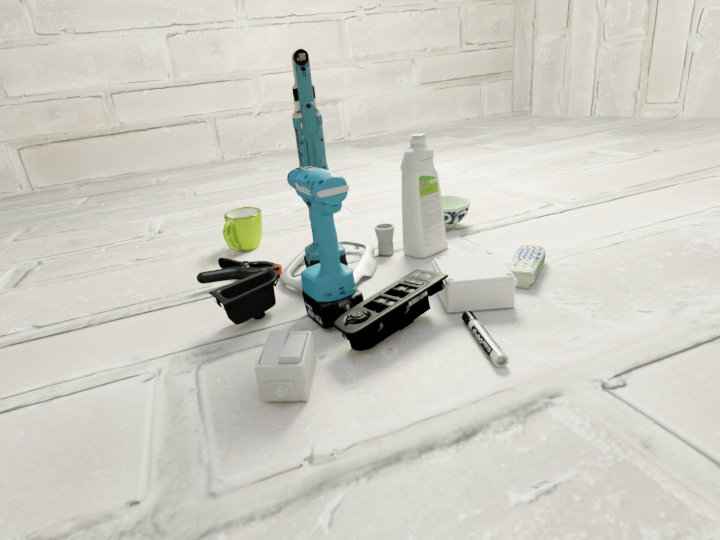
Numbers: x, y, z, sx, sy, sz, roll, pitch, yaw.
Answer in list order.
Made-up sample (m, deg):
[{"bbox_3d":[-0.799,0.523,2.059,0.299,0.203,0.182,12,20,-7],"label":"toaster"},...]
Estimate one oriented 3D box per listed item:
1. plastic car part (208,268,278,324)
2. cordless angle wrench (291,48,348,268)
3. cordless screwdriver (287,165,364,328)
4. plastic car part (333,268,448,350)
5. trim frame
[{"bbox_3d":[-0.185,0.051,0.717,0.113,0.069,0.070,-22,27,-32],"label":"plastic car part"},{"bbox_3d":[-0.085,-0.176,0.777,0.073,0.413,0.102,-10,21,-12],"label":"cordless angle wrench"},{"bbox_3d":[-0.067,-0.044,0.682,0.072,0.243,0.168,-16,23,-25],"label":"cordless screwdriver"},{"bbox_3d":[0.045,0.060,0.635,0.197,0.065,0.070,-24,28,-33],"label":"plastic car part"},{"bbox_3d":[-0.061,-0.011,0.877,0.190,0.027,0.247,0,25,17],"label":"trim frame"}]
